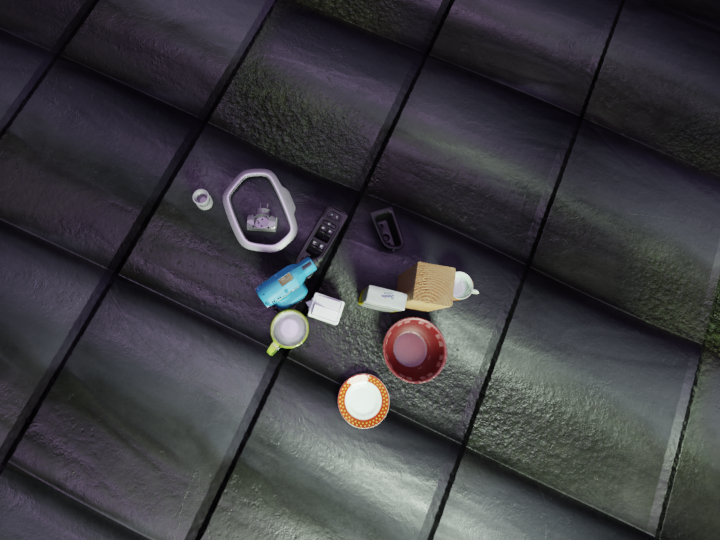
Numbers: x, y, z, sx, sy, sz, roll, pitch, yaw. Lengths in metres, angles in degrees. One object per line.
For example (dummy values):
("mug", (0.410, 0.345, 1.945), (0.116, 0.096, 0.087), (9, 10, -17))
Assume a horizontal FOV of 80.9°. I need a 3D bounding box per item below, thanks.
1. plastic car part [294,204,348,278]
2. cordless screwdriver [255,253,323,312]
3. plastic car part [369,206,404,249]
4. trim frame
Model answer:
("plastic car part", (-0.110, -0.072, 1.126), (0.067, 0.066, 0.203), (30, 78, 2))
("cordless screwdriver", (-0.161, 0.031, 1.009), (0.158, 0.247, 0.075), (-35, 86, -10))
("plastic car part", (0.070, -0.102, 1.136), (0.065, 0.070, 0.118), (-17, 80, -8))
("trim frame", (-0.273, -0.165, 1.163), (0.183, 0.027, 0.253), (-24, 79, -7))
